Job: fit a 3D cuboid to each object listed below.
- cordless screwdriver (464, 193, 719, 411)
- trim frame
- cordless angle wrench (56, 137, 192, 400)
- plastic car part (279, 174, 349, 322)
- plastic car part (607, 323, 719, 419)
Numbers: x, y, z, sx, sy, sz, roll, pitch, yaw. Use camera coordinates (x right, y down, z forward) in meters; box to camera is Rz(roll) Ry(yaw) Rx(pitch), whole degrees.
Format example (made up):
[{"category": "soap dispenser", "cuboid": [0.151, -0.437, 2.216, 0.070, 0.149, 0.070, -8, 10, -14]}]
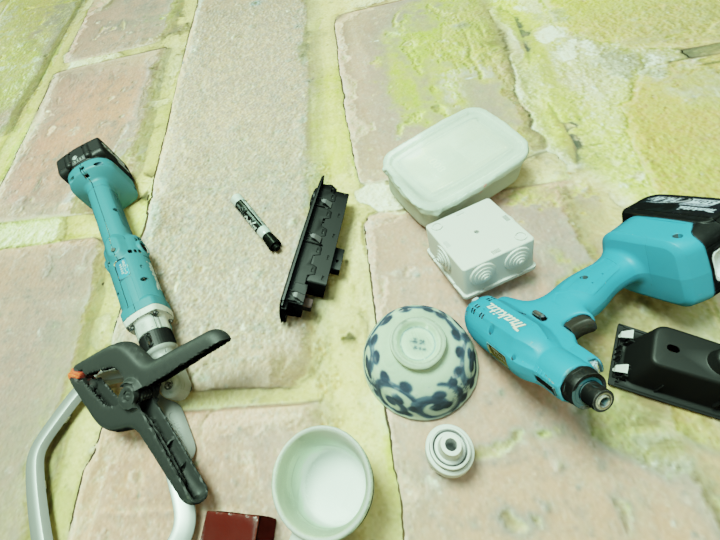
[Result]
[{"category": "cordless screwdriver", "cuboid": [0.237, 0.023, 0.383, 0.248, 0.072, 0.165, -29, 21, -4]}, {"category": "trim frame", "cuboid": [-0.268, 0.220, 0.453, 0.183, 0.026, 0.261, -35, 56, -7]}, {"category": "cordless angle wrench", "cuboid": [-0.315, -0.017, 0.572, 0.074, 0.094, 0.443, -33, 61, -5]}, {"category": "plastic car part", "cuboid": [-0.052, -0.034, 0.532, 0.068, 0.064, 0.207, 6, 61, 4]}, {"category": "plastic car part", "cuboid": [0.298, 0.085, 0.371, 0.122, 0.068, 0.066, 17, 66, 24]}]
